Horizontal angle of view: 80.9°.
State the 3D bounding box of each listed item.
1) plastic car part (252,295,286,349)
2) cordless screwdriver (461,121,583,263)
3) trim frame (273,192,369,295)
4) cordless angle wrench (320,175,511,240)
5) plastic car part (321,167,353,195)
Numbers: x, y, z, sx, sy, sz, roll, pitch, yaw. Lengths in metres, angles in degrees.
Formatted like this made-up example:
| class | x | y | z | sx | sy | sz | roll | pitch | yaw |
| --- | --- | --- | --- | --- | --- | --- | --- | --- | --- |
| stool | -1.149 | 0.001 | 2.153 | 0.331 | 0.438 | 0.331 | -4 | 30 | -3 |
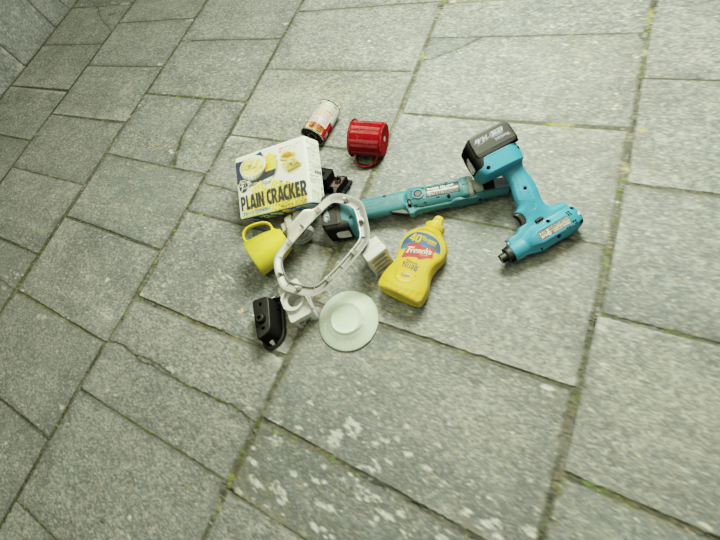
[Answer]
| class | x | y | z | sx | sy | sz | roll | pitch | yaw |
| --- | --- | --- | --- | --- | --- | --- | --- | --- | --- |
| plastic car part | -0.204 | 0.105 | 0.914 | 0.067 | 0.067 | 0.121 | -20 | 57 | 12 |
| cordless screwdriver | 0.279 | -0.146 | 0.808 | 0.160 | 0.072 | 0.254 | -32 | 79 | 4 |
| trim frame | -0.087 | -0.057 | 0.891 | 0.249 | 0.026 | 0.194 | -48 | 53 | 6 |
| cordless angle wrench | 0.125 | -0.150 | 0.911 | 0.432 | 0.071 | 0.100 | -9 | 64 | 15 |
| plastic car part | -0.126 | -0.230 | 1.053 | 0.213 | 0.063 | 0.066 | 14 | 64 | 31 |
